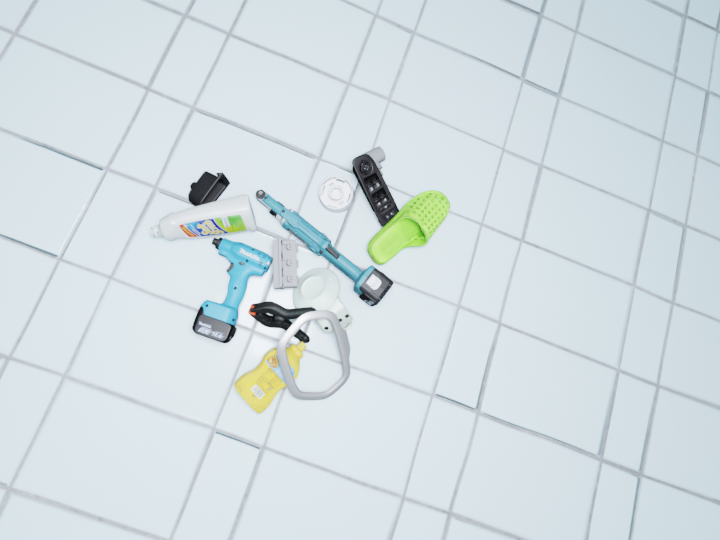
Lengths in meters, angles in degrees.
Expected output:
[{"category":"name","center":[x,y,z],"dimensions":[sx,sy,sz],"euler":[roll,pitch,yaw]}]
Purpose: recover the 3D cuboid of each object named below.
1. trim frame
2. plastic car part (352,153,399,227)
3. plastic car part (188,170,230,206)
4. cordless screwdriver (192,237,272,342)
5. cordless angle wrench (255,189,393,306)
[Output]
[{"category":"trim frame","center":[-0.105,0.208,1.020],"dimensions":[0.180,0.029,0.242],"euler":[-21,111,-18]},{"category":"plastic car part","center":[0.035,-0.221,1.139],"dimensions":[0.066,0.070,0.196],"euler":[-31,112,-8]},{"category":"plastic car part","center":[-0.404,-0.210,1.094],"dimensions":[0.073,0.064,0.116],"euler":[35,80,12]},{"category":"cordless screwdriver","center":[-0.339,0.044,1.046],"dimensions":[0.160,0.074,0.250],"euler":[23,74,1]},{"category":"cordless angle wrench","center":[-0.107,-0.070,1.098],"dimensions":[0.427,0.097,0.074],"euler":[39,76,4]}]
